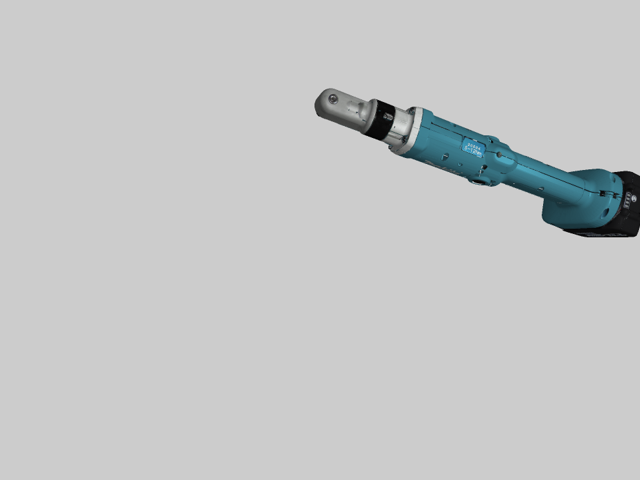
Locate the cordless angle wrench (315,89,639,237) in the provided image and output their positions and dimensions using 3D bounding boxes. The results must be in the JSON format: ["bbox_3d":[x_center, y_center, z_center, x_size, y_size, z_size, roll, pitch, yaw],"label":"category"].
[{"bbox_3d":[0.194,-0.093,0.503,0.423,0.074,0.098,16,-4,-15],"label":"cordless angle wrench"}]
